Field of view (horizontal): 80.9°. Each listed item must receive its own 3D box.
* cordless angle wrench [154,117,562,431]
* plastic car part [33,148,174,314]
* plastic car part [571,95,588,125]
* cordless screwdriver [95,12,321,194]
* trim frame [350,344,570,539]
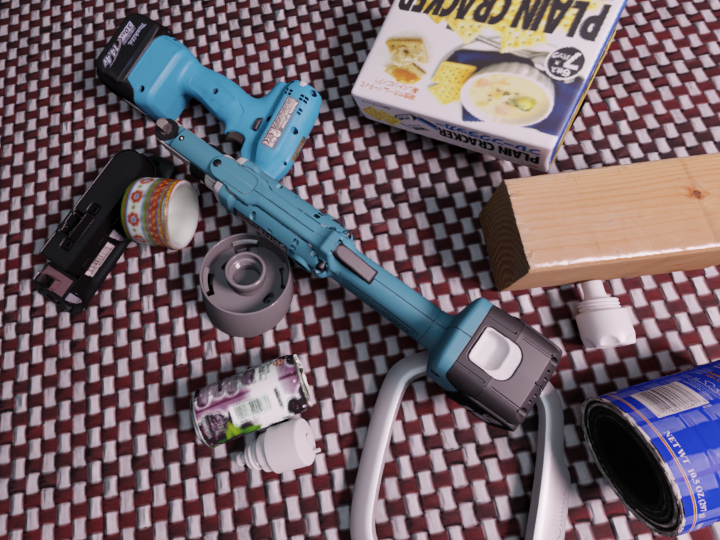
[{"bbox_3d":[-0.039,-0.025,0.395,0.435,0.095,0.074,36,78,15],"label":"cordless angle wrench"},{"bbox_3d":[-0.290,-0.058,0.469,0.068,0.065,0.203,26,74,16],"label":"plastic car part"},{"bbox_3d":[0.178,-0.195,0.477,0.071,0.063,0.121,-42,71,5],"label":"plastic car part"},{"bbox_3d":[-0.186,-0.180,0.492,0.253,0.073,0.159,27,86,8],"label":"cordless screwdriver"},{"bbox_3d":[0.092,0.186,0.378,0.187,0.027,0.251,13,72,9],"label":"trim frame"}]
